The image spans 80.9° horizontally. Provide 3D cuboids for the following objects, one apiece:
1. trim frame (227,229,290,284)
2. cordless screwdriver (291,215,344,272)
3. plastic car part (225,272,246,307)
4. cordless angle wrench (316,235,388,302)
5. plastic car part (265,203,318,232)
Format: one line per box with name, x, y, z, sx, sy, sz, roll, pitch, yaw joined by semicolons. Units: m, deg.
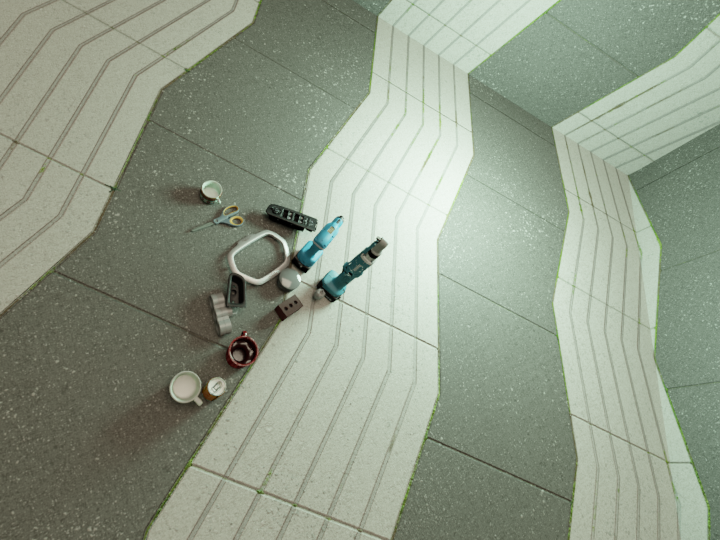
trim frame;-0.362;-0.051;1.524;0.186;0.028;0.244;48;55;4
cordless screwdriver;-0.148;-0.097;1.512;0.074;0.252;0.158;41;55;-6
plastic car part;-0.418;0.074;1.406;0.063;0.072;0.120;7;63;-25
cordless angle wrench;-0.022;-0.006;1.416;0.097;0.428;0.074;44;54;-4
plastic car part;-0.268;-0.197;1.620;0.198;0.068;0.067;22;58;-14
